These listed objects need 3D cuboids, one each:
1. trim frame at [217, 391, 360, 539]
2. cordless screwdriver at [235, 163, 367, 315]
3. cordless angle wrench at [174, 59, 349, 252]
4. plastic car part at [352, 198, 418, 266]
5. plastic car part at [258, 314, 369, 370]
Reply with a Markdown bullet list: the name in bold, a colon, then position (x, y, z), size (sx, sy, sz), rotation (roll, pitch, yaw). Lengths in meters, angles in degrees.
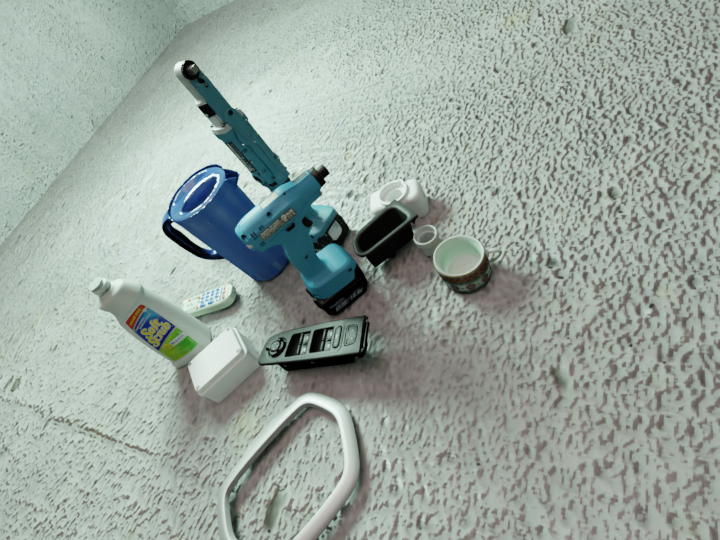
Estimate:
- **trim frame**: position (-0.103, 0.289, 0.594), size (0.248, 0.026, 0.195), rotation (-49, 45, -8)
- **cordless screwdriver**: position (-0.066, -0.043, 0.674), size (0.159, 0.235, 0.078), rotation (-41, 44, 0)
- **cordless angle wrench**: position (-0.158, -0.174, 0.719), size (0.103, 0.400, 0.074), rotation (15, 66, 41)
- **plastic car part**: position (0.045, -0.053, 0.727), size (0.116, 0.067, 0.070), rotation (-42, 44, -1)
- **plastic car part**: position (-0.071, 0.123, 0.673), size (0.210, 0.063, 0.068), rotation (-12, 51, 27)
